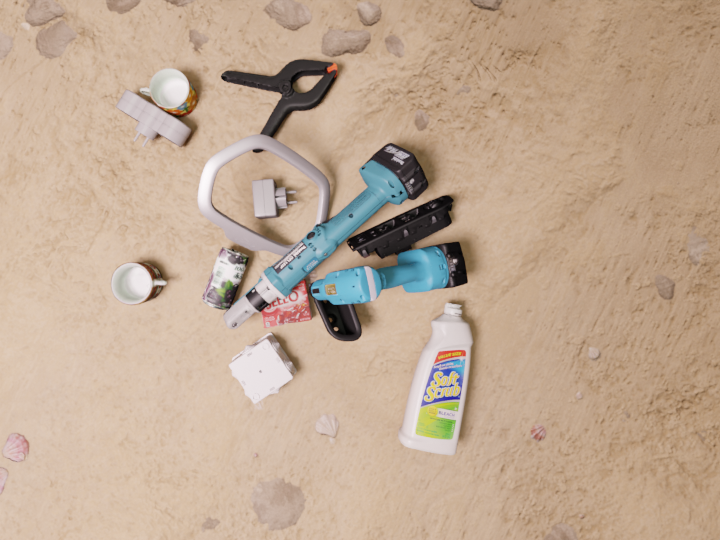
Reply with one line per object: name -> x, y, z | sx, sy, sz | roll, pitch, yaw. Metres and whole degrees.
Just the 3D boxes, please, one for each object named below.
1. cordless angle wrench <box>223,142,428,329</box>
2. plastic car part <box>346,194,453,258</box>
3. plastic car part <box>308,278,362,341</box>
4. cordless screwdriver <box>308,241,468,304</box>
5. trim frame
cordless angle wrench -> -0.071, -0.047, 0.727 | 0.422, 0.103, 0.070 | -42, 133, -1
plastic car part -> 0.081, -0.071, 0.753 | 0.203, 0.067, 0.066 | -30, 102, 0
plastic car part -> -0.048, 0.074, 0.746 | 0.064, 0.071, 0.119 | -17, 79, -20
cordless screwdriver -> 0.045, 0.010, 0.699 | 0.239, 0.165, 0.074 | -11, 90, -35
trim frame -> -0.153, -0.117, 0.712 | 0.235, 0.029, 0.184 | 28, 97, -40
